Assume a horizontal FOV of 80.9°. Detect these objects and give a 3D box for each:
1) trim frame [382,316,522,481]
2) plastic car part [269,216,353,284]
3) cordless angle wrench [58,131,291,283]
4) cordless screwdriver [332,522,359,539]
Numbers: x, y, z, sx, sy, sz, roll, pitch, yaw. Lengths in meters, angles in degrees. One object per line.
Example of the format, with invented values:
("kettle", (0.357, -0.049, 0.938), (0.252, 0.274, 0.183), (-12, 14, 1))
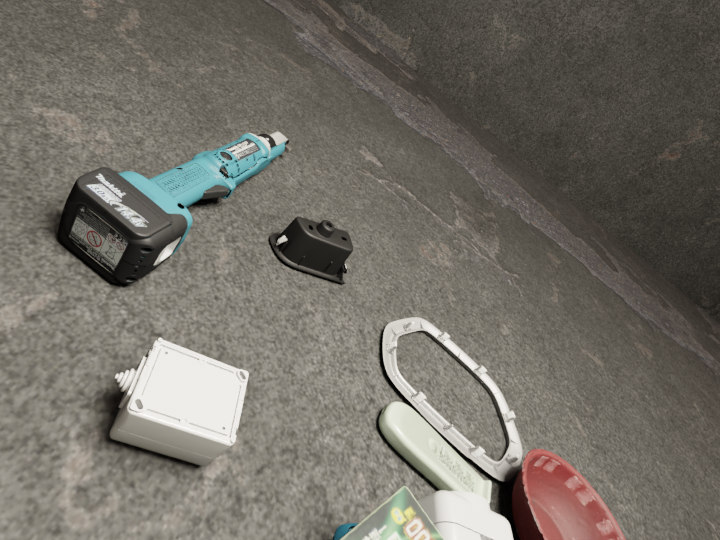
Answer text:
("trim frame", (0.128, 0.162, 0.574), (0.249, 0.028, 0.182), (43, 34, 0))
("plastic car part", (-0.057, -0.037, 0.578), (0.111, 0.071, 0.069), (21, 38, -34))
("cordless angle wrench", (-0.188, -0.129, 0.557), (0.097, 0.075, 0.423), (38, 31, -7))
("cordless screwdriver", (0.084, 0.305, 0.304), (0.244, 0.074, 0.163), (21, 40, -10))
